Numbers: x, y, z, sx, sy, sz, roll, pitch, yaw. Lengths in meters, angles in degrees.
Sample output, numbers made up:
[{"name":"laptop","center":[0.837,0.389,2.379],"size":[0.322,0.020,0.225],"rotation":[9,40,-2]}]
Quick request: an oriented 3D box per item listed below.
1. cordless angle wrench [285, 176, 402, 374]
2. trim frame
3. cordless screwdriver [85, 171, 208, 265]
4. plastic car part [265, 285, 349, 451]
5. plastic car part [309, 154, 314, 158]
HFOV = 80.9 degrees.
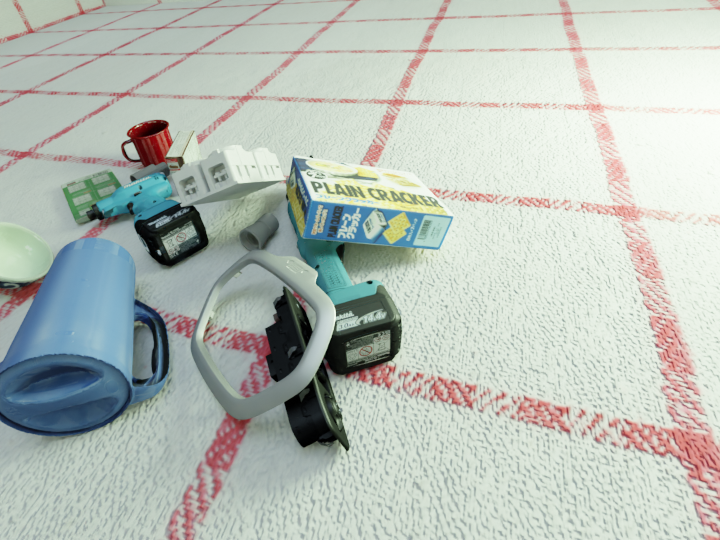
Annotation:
[{"name":"cordless angle wrench","center":[-0.063,-0.041,0.643],"size":[0.097,0.072,0.444],"rotation":[-15,41,-11]},{"name":"trim frame","center":[-0.125,0.062,0.508],"size":[0.263,0.026,0.184],"rotation":[29,81,48]},{"name":"cordless screwdriver","center":[-0.382,-0.093,0.746],"size":[0.156,0.071,0.263],"rotation":[-32,44,-24]},{"name":"plastic car part","center":[-0.070,0.111,0.482],"size":[0.066,0.063,0.214],"rotation":[-26,45,-7]},{"name":"plastic car part","center":[-0.050,-0.157,0.777],"size":[0.069,0.064,0.123],"rotation":[-10,43,-26]}]
